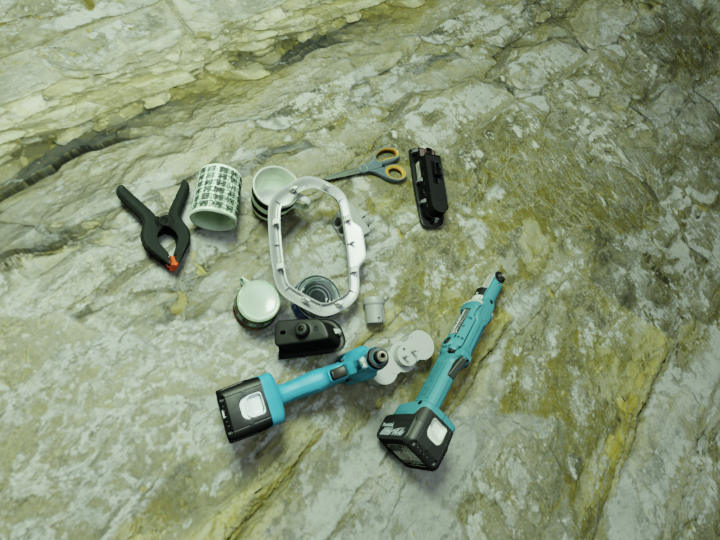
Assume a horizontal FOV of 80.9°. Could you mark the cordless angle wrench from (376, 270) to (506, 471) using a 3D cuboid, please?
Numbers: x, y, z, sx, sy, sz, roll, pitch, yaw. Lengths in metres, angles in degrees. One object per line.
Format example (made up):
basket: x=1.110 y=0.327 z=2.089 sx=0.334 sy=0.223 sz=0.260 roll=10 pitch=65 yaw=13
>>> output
cordless angle wrench: x=0.175 y=0.146 z=0.764 sx=0.073 sy=0.100 sz=0.420 roll=45 pitch=56 yaw=-9

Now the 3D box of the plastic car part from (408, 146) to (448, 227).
plastic car part: x=0.156 y=-0.189 z=0.922 sx=0.064 sy=0.068 sz=0.207 roll=9 pitch=67 yaw=-25

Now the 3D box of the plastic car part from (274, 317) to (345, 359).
plastic car part: x=-0.089 y=0.100 z=0.670 sx=0.119 sy=0.067 sz=0.067 roll=-9 pitch=67 yaw=18

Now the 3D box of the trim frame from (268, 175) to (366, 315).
trim frame: x=-0.071 y=-0.047 z=0.731 sx=0.176 sy=0.028 sz=0.252 roll=0 pitch=75 yaw=-32

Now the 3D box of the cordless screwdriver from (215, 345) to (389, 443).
cordless screwdriver: x=-0.082 y=0.170 z=0.622 sx=0.242 sy=0.160 sz=0.076 roll=-16 pitch=76 yaw=-23
